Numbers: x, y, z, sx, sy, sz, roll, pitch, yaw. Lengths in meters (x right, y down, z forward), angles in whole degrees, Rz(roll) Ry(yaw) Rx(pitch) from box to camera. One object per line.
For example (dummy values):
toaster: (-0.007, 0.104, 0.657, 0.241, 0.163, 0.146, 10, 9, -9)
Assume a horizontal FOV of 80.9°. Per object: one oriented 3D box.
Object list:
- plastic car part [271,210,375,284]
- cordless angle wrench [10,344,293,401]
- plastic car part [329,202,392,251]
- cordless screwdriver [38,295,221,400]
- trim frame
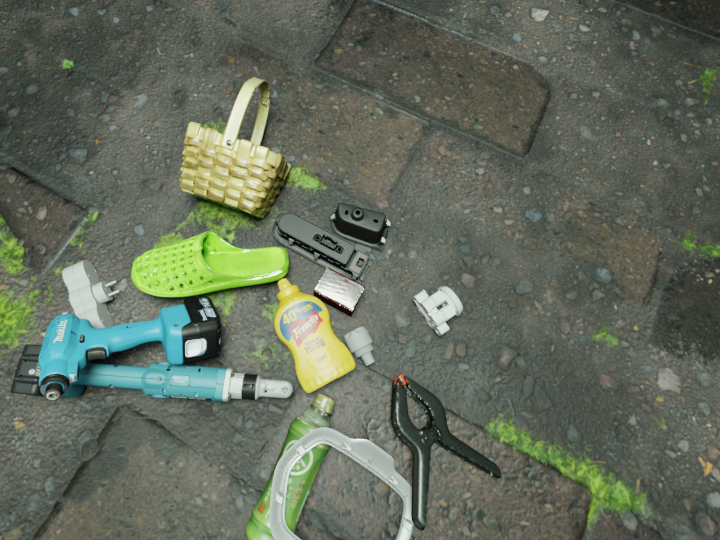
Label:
plastic car part: (-0.075, -0.049, 0.772, 0.207, 0.065, 0.066, 27, 81, 11)
cordless angle wrench: (-0.320, 0.177, 0.683, 0.421, 0.096, 0.076, 5, 70, -2)
plastic car part: (-0.001, -0.091, 0.778, 0.117, 0.070, 0.066, 18, 72, 1)
cordless screwdriver: (-0.337, 0.114, 0.636, 0.240, 0.073, 0.168, -5, 28, -25)
trim frame: (-0.021, 0.343, 0.617, 0.244, 0.028, 0.184, 39, 70, -9)
